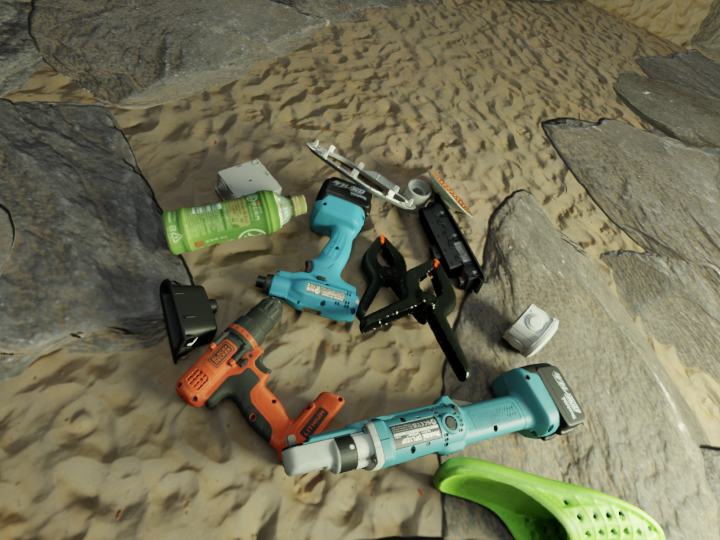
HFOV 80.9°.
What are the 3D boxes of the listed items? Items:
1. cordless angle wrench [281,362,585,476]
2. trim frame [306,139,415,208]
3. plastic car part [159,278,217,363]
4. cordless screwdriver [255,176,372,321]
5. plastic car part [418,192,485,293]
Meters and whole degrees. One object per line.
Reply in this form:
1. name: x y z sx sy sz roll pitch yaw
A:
1. cordless angle wrench: 0.102 0.200 0.542 0.408 0.074 0.102 -3 57 -25
2. trim frame: 0.000 -0.183 0.792 0.261 0.027 0.175 38 18 28
3. plastic car part: -0.236 0.060 0.595 0.068 0.066 0.122 0 50 -36
4. cordless screwdriver: -0.069 -0.045 0.705 0.158 0.073 0.253 15 56 -6
5. plastic car part: 0.158 -0.051 0.782 0.067 0.063 0.211 -16 59 3
